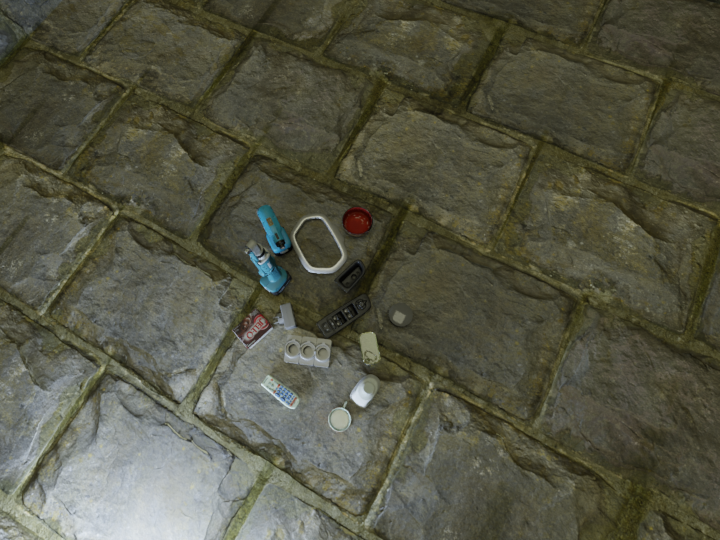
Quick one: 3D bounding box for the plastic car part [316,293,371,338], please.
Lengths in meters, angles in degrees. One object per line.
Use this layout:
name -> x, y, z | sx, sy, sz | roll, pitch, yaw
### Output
plastic car part -> -0.051, 0.156, 1.448 | 0.202, 0.065, 0.068 | -34, 74, -8

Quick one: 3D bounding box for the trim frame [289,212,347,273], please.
trim frame -> -0.153, -0.100, 1.564 | 0.183, 0.027, 0.256 | -29, 71, -6

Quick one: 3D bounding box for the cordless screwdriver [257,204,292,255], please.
cordless screwdriver -> -0.286, -0.111, 1.465 | 0.074, 0.243, 0.164 | -26, 74, -8

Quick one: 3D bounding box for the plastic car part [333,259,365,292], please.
plastic car part -> -0.029, 0.023, 1.490 | 0.068, 0.069, 0.116 | 42, 79, 13

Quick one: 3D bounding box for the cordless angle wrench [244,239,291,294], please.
cordless angle wrench -> -0.298, -0.016, 1.343 | 0.076, 0.414, 0.098 | 36, 76, 9
